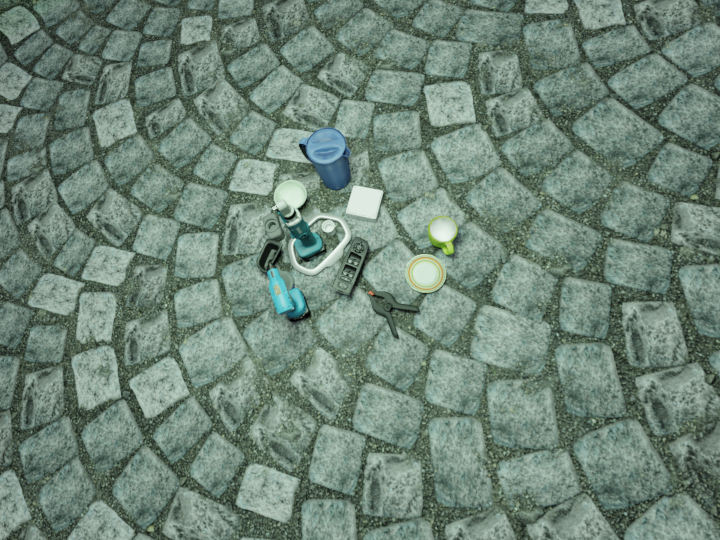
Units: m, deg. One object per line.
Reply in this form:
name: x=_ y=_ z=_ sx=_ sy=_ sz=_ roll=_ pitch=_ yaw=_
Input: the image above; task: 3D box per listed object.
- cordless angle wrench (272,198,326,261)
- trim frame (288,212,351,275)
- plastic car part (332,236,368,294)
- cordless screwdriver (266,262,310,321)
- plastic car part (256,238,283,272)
cordless angle wrench: x=-0.190 y=-0.128 z=1.315 sx=0.098 sy=0.410 sz=0.076 roll=-27 pitch=74 yaw=-1
trim frame: x=-0.147 y=-0.096 z=1.501 sx=0.191 sy=0.026 sz=0.248 roll=42 pitch=84 yaw=19
plastic car part: x=-0.027 y=-0.014 z=1.432 sx=0.068 sy=0.065 sz=0.204 roll=19 pitch=77 yaw=13
cordless screwdriver: x=-0.236 y=0.075 z=1.350 sx=0.074 sy=0.241 sz=0.164 roll=-23 pitch=73 yaw=0
plastic car part: x=-0.320 y=-0.043 z=1.495 sx=0.068 sy=0.069 sz=0.117 roll=20 pitch=78 yaw=13
